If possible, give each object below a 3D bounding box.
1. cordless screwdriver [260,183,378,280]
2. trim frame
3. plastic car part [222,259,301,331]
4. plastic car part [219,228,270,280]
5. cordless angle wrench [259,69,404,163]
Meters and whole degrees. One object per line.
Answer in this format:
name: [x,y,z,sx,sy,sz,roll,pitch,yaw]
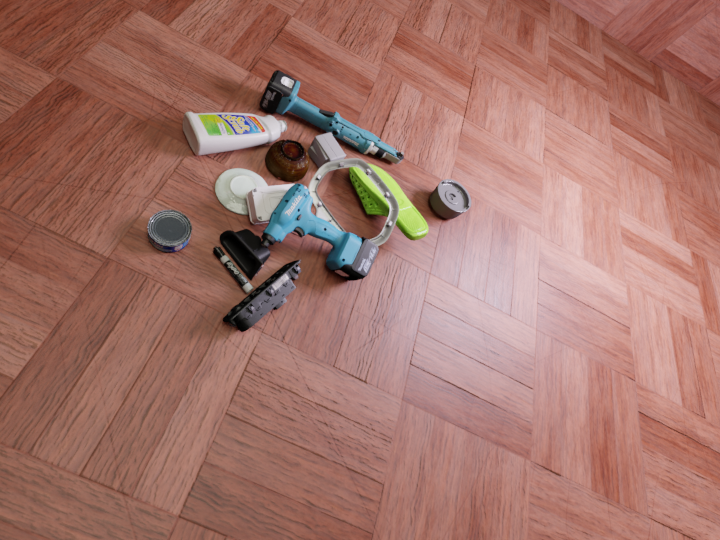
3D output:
cordless screwdriver: [-0.091,-0.060,0.935,0.242,0.076,0.159,37,70,-15]
trim frame: [-0.020,-0.165,1.036,0.184,0.027,0.253,-37,81,3]
plastic car part: [-0.196,0.056,0.870,0.199,0.069,0.065,-40,111,-35]
plastic car part: [-0.239,-0.050,0.911,0.119,0.066,0.069,49,40,10]
cordless angle wrench: [-0.065,-0.397,1.160,0.412,0.099,0.075,25,57,-14]
